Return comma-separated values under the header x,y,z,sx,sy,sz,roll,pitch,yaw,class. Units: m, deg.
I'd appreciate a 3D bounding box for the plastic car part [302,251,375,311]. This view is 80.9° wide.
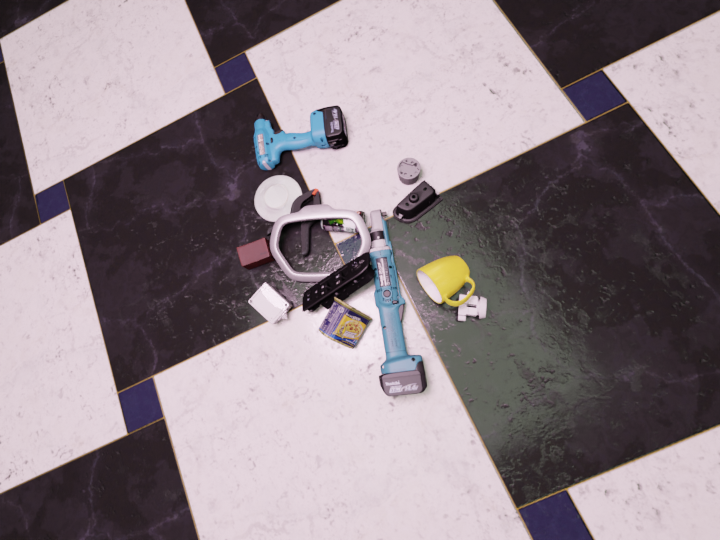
x,y,z,sx,sy,sz,roll,pitch,yaw,class
-0.045,0.036,0.967,0.206,0.068,0.065,-38,113,25,plastic car part

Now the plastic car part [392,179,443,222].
x,y,z,sx,sy,sz,roll,pitch,yaw,class
0.131,-0.167,0.999,0.116,0.069,0.068,-39,73,-3,plastic car part

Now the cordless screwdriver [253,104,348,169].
x,y,z,sx,sy,sz,roll,pitch,yaw,class
-0.163,-0.369,1.111,0.253,0.072,0.162,-13,75,12,cordless screwdriver

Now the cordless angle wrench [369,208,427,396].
x,y,z,sx,sy,sz,roll,pitch,yaw,class
0.064,0.058,0.959,0.099,0.072,0.432,-11,72,8,cordless angle wrench

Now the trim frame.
x,y,z,sx,sy,sz,roll,pitch,yaw,class
-0.099,-0.065,1.009,0.255,0.027,0.182,-3,97,16,trim frame
